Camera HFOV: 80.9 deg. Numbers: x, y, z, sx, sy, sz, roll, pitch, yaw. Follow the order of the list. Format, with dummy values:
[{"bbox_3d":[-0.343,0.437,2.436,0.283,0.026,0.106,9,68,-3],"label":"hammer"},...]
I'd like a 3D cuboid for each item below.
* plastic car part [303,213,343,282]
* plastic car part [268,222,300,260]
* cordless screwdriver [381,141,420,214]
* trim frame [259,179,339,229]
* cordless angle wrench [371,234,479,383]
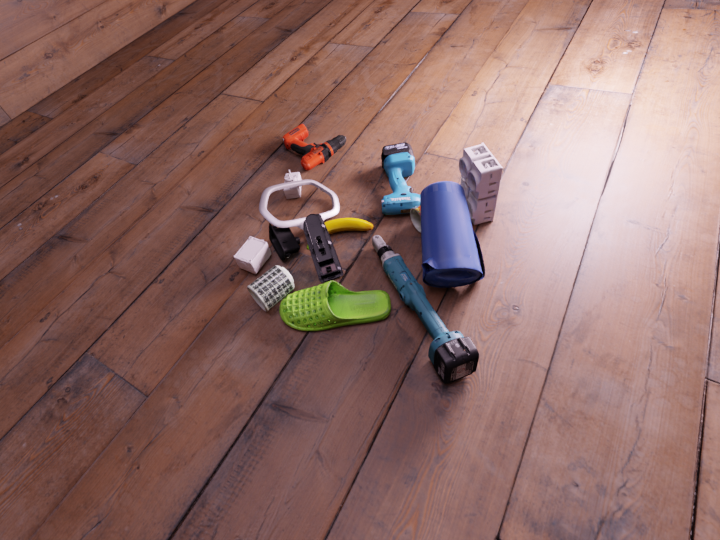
[{"bbox_3d":[-0.111,-0.072,1.132,0.067,0.064,0.211,-23,61,4],"label":"plastic car part"},{"bbox_3d":[-0.208,-0.081,1.193,0.069,0.064,0.123,-20,52,-24],"label":"plastic car part"},{"bbox_3d":[0.139,-0.270,1.251,0.161,0.071,0.256,-5,55,8],"label":"cordless screwdriver"},{"bbox_3d":[-0.180,-0.196,1.248,0.241,0.027,0.193,-17,57,-26],"label":"trim frame"},{"bbox_3d":[0.120,0.055,0.987,0.073,0.094,0.445,-20,47,-10],"label":"cordless angle wrench"}]
